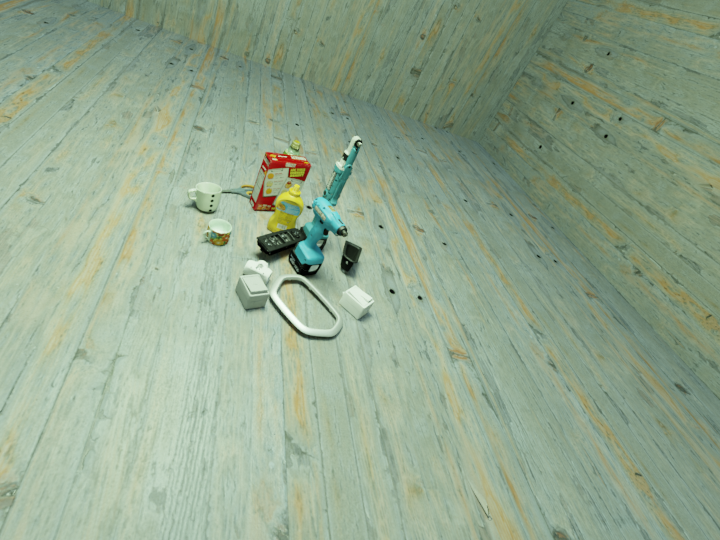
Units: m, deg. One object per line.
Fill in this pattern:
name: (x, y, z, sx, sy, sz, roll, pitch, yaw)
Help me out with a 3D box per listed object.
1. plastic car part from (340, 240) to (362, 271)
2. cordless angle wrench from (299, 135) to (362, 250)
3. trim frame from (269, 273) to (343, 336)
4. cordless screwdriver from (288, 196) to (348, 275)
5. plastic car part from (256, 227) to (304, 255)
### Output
plastic car part: (-0.042, -0.040, 1.450, 0.066, 0.070, 0.118, 24, 34, -5)
cordless angle wrench: (-0.094, -0.248, 1.385, 0.071, 0.420, 0.103, 4, 41, -33)
trim frame: (-0.157, 0.099, 1.227, 0.259, 0.027, 0.178, 42, 37, 23)
cordless screwdriver: (-0.127, -0.083, 1.295, 0.071, 0.247, 0.167, -5, 46, -41)
plastic car part: (-0.259, -0.090, 1.382, 0.069, 0.066, 0.197, 39, 36, 17)
